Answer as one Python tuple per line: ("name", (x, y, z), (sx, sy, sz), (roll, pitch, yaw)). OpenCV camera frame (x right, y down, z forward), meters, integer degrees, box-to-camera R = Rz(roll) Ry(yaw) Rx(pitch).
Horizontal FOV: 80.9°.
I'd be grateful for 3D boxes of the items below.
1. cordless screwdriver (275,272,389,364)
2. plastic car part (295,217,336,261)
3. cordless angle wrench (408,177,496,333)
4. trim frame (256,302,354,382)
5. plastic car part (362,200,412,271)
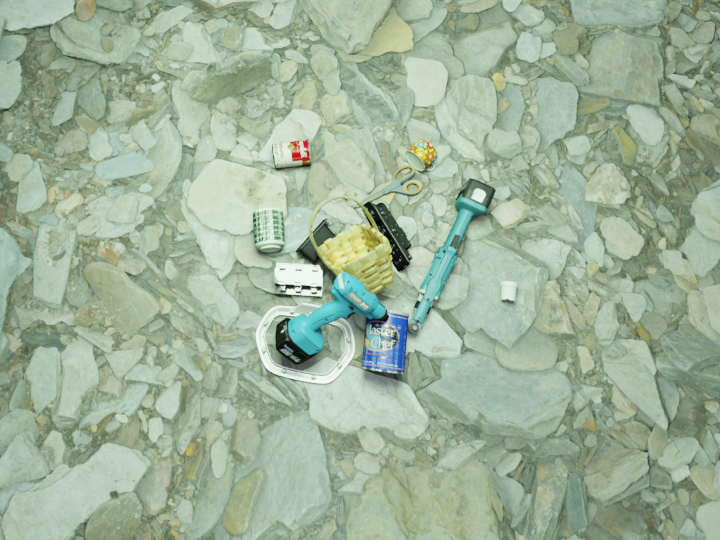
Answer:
("cordless screwdriver", (-0.067, 0.122, 0.963), (0.251, 0.077, 0.152), (-38, 120, 19))
("plastic car part", (-0.108, -0.070, 1.102), (0.070, 0.067, 0.116), (39, 81, -8))
("cordless angle wrench", (0.218, -0.032, 1.077), (0.075, 0.097, 0.423), (26, 81, 3))
("trim frame", (-0.138, 0.176, 1.048), (0.251, 0.027, 0.186), (11, 74, 5))
("plastic car part", (0.077, -0.102, 1.104), (0.066, 0.066, 0.208), (-30, 77, -19))
